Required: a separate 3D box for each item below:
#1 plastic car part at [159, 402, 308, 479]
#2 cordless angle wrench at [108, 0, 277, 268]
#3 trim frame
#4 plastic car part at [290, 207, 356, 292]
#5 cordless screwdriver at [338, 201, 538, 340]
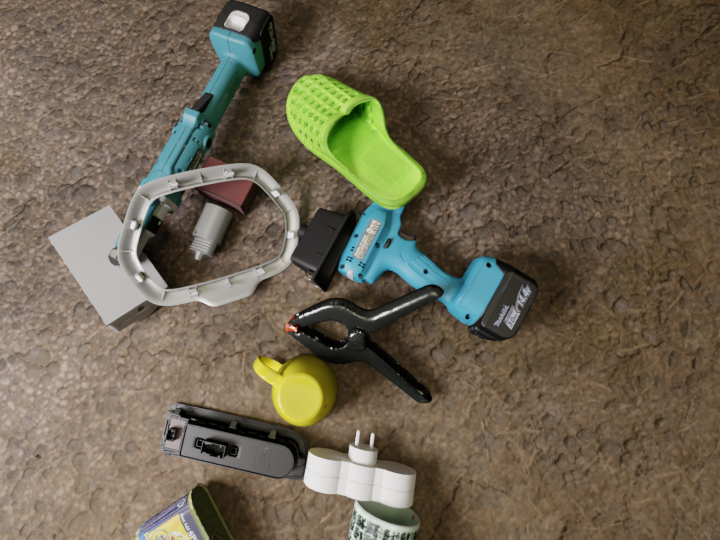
[{"bbox_3d":[-0.165,0.227,0.552,0.204,0.066,0.067,11,73,2],"label":"plastic car part"},{"bbox_3d":[-0.241,-0.195,0.608,0.075,0.096,0.425,21,76,3],"label":"cordless angle wrench"},{"bbox_3d":[-0.195,-0.046,0.572,0.241,0.029,0.181,-17,104,-26],"label":"trim frame"},{"bbox_3d":[-0.059,-0.039,0.606,0.073,0.063,0.117,20,76,18],"label":"plastic car part"},{"bbox_3d":[0.110,-0.017,0.584,0.254,0.072,0.159,26,80,11],"label":"cordless screwdriver"}]
